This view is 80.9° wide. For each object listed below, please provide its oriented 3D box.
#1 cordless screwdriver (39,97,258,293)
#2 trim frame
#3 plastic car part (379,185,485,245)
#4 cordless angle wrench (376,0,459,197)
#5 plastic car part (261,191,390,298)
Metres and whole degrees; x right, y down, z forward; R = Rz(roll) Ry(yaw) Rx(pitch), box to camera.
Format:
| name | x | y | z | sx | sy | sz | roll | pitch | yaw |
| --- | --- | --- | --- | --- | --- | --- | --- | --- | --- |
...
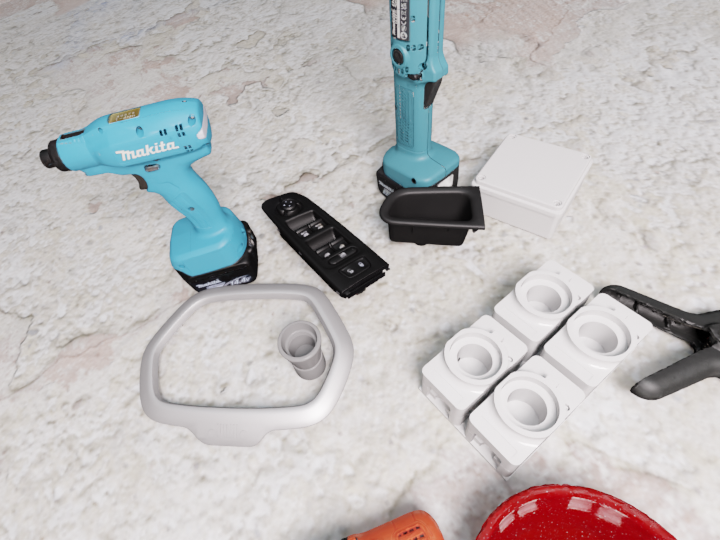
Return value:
| name | x | y | z | sx | sy | sz | roll | pitch | yaw |
| --- | --- | --- | --- | --- | --- | --- | --- | --- | --- |
| cordless screwdriver | -0.213 | -0.067 | 0.475 | 0.159 | 0.239 | 0.077 | -12 | 53 | 0 |
| trim frame | -0.131 | 0.094 | 0.471 | 0.252 | 0.026 | 0.189 | -3 | 53 | 9 |
| plastic car part | 0.084 | -0.058 | 0.516 | 0.119 | 0.068 | 0.067 | 0 | 53 | 11 |
| cordless angle wrench | 0.059 | -0.230 | 0.436 | 0.073 | 0.406 | 0.103 | -36 | 57 | -19 |
| plastic car part | -0.052 | -0.034 | 0.527 | 0.065 | 0.064 | 0.214 | -34 | 55 | -16 |
